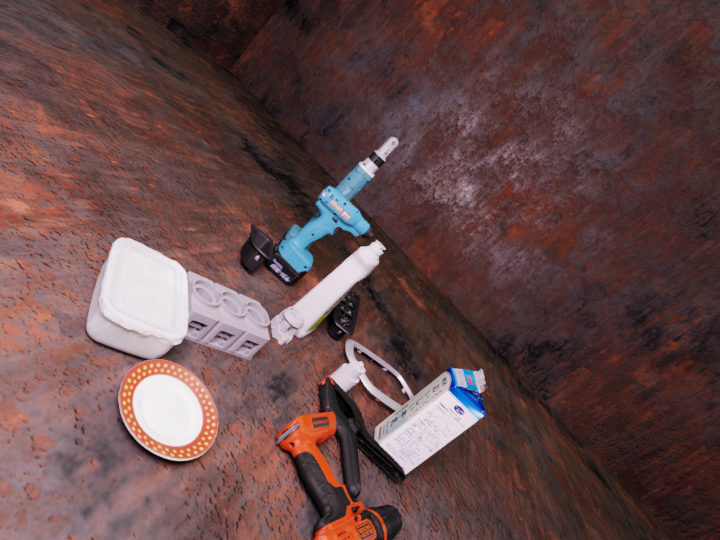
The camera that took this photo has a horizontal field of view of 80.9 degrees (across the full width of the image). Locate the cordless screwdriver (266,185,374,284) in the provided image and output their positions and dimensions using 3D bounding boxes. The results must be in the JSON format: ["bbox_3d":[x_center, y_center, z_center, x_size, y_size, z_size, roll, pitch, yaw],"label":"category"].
[{"bbox_3d":[-0.099,-0.065,1.013,0.155,0.250,0.076,42,16,-13],"label":"cordless screwdriver"}]

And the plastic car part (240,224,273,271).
[{"bbox_3d":[-0.235,-0.040,0.932,0.063,0.071,0.121,38,17,-26],"label":"plastic car part"}]

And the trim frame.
[{"bbox_3d":[0.049,0.252,0.989,0.237,0.028,0.192,37,17,-27],"label":"trim frame"}]

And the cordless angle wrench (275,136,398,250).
[{"bbox_3d":[-0.059,-0.185,1.102,0.073,0.426,0.099,43,16,-14],"label":"cordless angle wrench"}]

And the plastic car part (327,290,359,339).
[{"bbox_3d":[-0.048,0.106,1.047,0.065,0.067,0.206,42,15,-13],"label":"plastic car part"}]
